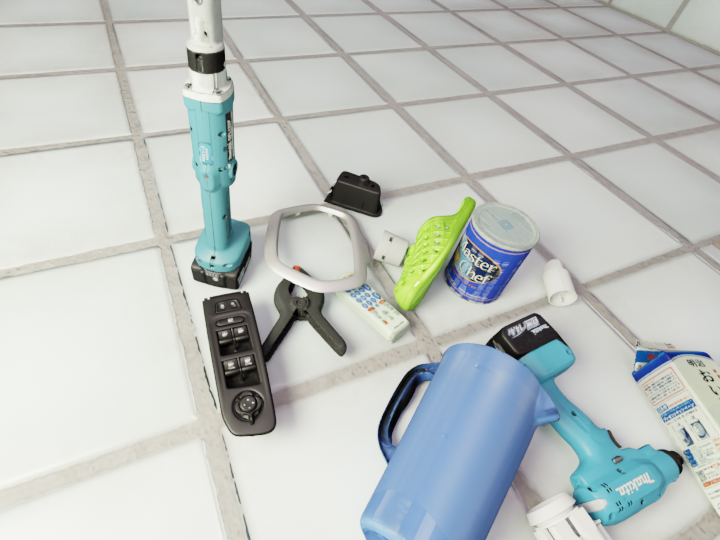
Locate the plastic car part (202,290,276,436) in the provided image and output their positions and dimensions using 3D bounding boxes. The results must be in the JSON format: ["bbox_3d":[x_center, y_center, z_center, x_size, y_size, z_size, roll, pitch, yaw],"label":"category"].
[{"bbox_3d":[-0.161,0.124,0.551,0.064,0.066,0.213,-5,45,-25],"label":"plastic car part"}]

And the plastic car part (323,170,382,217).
[{"bbox_3d":[-0.005,-0.159,0.833,0.119,0.069,0.066,19,49,11],"label":"plastic car part"}]

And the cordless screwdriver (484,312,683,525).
[{"bbox_3d":[0.292,0.179,0.569,0.155,0.073,0.260,-14,55,-21],"label":"cordless screwdriver"}]

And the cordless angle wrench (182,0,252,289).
[{"bbox_3d":[-0.188,-0.137,0.548,0.074,0.414,0.100,13,47,-2],"label":"cordless angle wrench"}]

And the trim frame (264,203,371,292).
[{"bbox_3d":[-0.071,-0.046,0.726,0.182,0.027,0.257,3,37,-9],"label":"trim frame"}]
